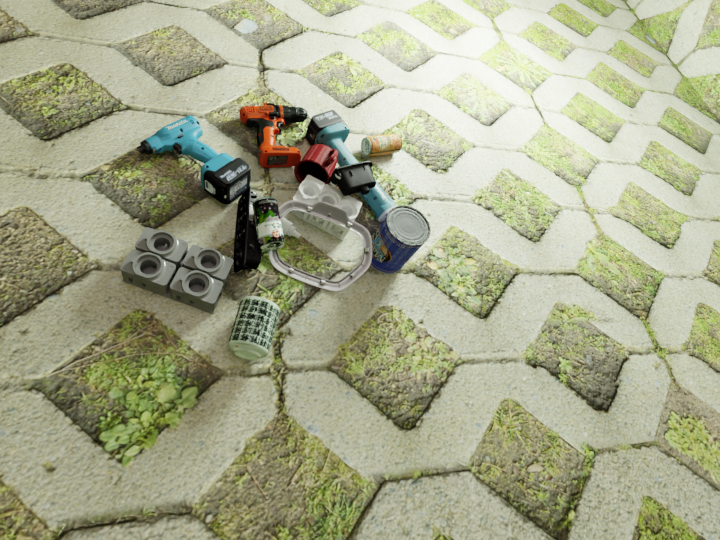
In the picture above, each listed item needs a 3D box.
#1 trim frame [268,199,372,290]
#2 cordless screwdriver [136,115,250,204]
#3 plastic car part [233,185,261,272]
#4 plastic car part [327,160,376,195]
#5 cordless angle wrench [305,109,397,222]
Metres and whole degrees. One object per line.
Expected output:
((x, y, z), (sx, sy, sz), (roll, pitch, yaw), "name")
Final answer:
((-0.092, -0.060, 0.939), (0.248, 0.027, 0.185), (21, 78, -1), "trim frame")
((-0.379, -0.251, 0.970), (0.256, 0.073, 0.157), (41, 57, 15), "cordless screwdriver")
((-0.243, -0.081, 0.926), (0.063, 0.068, 0.209), (25, 50, -36), "plastic car part")
((-0.007, -0.212, 1.001), (0.113, 0.066, 0.072), (-16, 76, -23), "plastic car part")
((0.009, -0.229, 1.083), (0.095, 0.074, 0.434), (-27, 73, -29), "cordless angle wrench")
